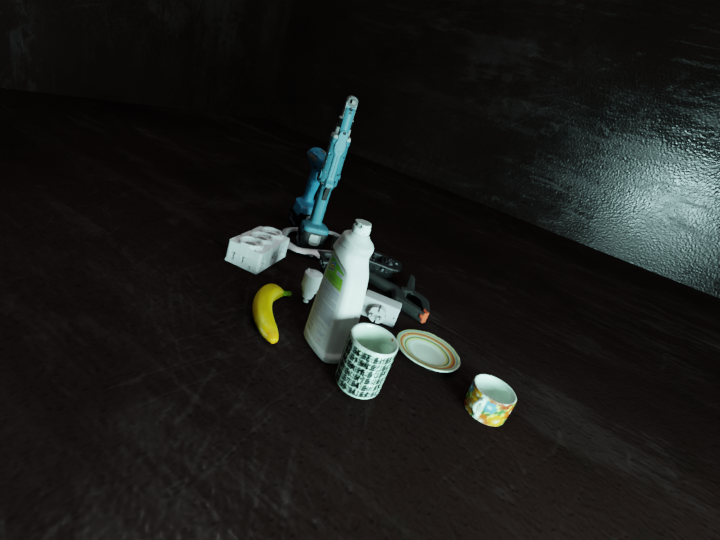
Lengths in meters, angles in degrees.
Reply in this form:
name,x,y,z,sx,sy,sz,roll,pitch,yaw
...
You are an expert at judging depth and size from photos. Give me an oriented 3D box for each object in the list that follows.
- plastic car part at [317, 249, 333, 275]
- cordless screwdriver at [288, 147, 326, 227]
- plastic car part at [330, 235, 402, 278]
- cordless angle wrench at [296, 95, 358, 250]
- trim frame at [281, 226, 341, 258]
name,x,y,z,sx,sy,sz,roll,pitch,yaw
plastic car part,-0.051,-0.002,1.034,0.113,0.070,0.069,10,24,-19
cordless screwdriver,-0.138,-0.234,1.273,0.071,0.246,0.168,6,25,-30
plastic car part,0.012,-0.025,1.135,0.202,0.066,0.067,16,22,-2
cordless angle wrench,-0.083,-0.251,1.128,0.072,0.418,0.102,13,23,-17
trim frame,-0.119,-0.078,1.213,0.238,0.027,0.194,4,26,-28
